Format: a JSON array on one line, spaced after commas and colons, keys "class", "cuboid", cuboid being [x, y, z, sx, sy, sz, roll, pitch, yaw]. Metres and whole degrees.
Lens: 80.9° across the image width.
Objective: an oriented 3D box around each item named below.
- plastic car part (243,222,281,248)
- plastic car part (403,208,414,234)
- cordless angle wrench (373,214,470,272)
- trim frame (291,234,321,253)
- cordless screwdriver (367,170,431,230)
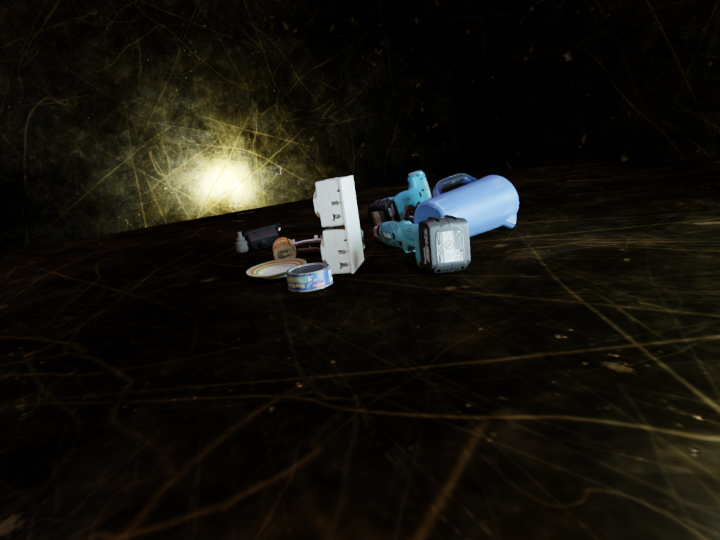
[{"class": "plastic car part", "cuboid": [-0.291, -0.093, 1.285, 0.114, 0.064, 0.074, -16, 28, -16]}, {"class": "plastic car part", "cuboid": [0.136, -0.108, 1.090, 0.068, 0.066, 0.202, 19, 16, 4]}, {"class": "cordless angle wrench", "cuboid": [0.098, -0.075, 0.918, 0.073, 0.097, 0.434, -7, 10, -13]}, {"class": "trim frame", "cuboid": [-0.113, -0.074, 1.157, 0.256, 0.027, 0.181, -2, 17, 20]}, {"class": "cordless screwdriver", "cuboid": [0.135, -0.183, 1.270, 0.078, 0.154, 0.244, -1, 30, 47]}]
